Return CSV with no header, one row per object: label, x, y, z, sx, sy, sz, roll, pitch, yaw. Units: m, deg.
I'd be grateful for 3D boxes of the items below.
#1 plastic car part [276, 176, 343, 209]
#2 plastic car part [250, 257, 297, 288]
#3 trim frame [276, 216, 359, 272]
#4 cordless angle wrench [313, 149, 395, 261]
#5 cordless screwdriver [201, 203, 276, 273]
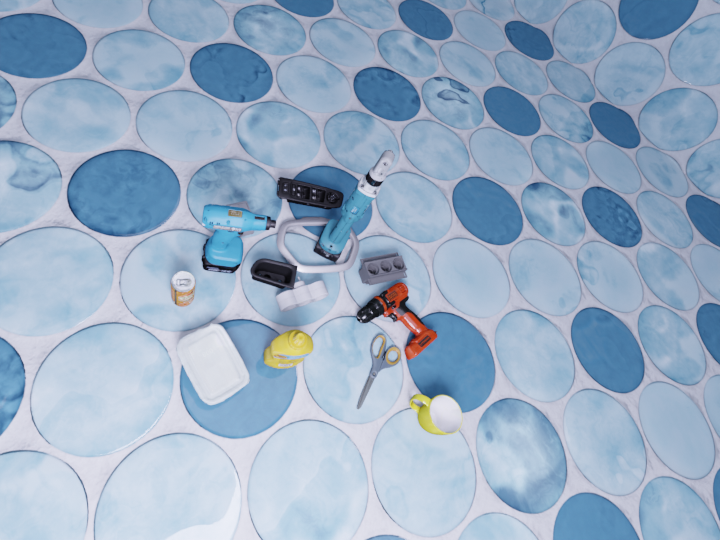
plastic car part,-0.149,-0.214,1.239,0.198,0.067,0.068,7,63,-15
plastic car part,-0.229,0.014,1.092,0.114,0.071,0.067,15,61,-12
trim frame,-0.117,-0.077,1.200,0.241,0.027,0.190,-5,65,-20
cordless angle wrench,-0.017,-0.150,1.039,0.073,0.424,0.099,27,59,-9
cordless screwdriver,-0.299,-0.072,1.010,0.155,0.249,0.076,7,64,-18
